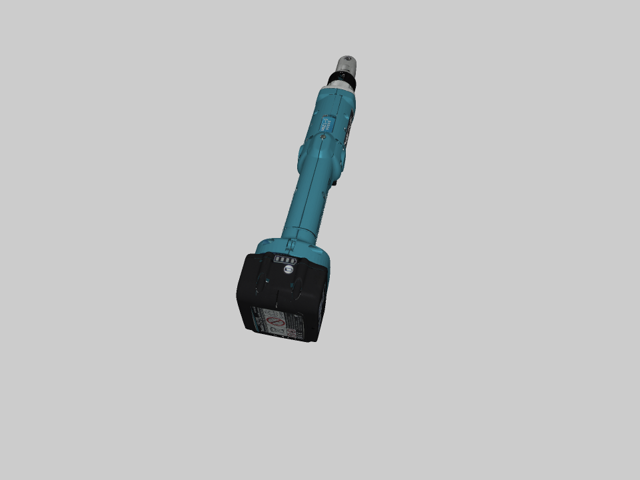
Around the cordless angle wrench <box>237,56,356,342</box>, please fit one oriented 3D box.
[{"bbox_3d":[0.001,-0.094,0.502,0.074,0.421,0.098,9,-35,5],"label":"cordless angle wrench"}]
